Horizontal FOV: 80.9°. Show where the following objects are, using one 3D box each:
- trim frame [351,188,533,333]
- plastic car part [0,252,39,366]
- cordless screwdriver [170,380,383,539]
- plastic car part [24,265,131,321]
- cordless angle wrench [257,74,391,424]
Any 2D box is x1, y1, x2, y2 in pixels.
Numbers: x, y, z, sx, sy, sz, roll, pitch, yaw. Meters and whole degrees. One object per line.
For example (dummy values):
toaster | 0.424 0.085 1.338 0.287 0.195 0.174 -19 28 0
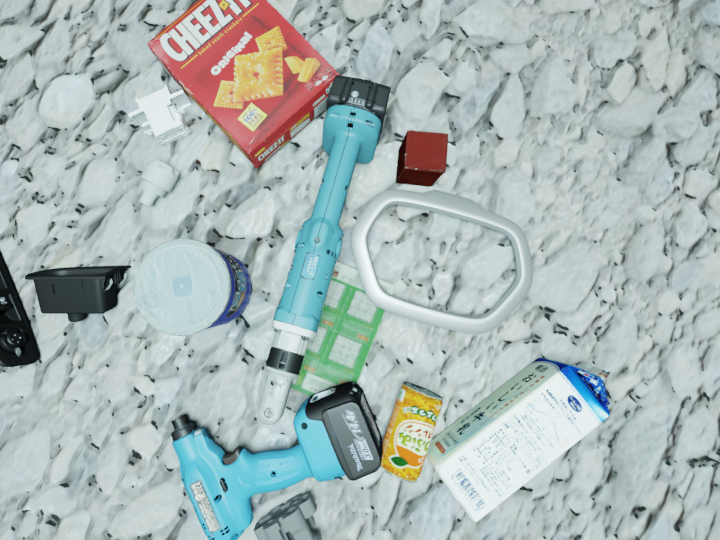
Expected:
trim frame | 0.109 -0.019 0.565 0.249 0.027 0.185 14 81 2
plastic car part | -0.498 0.044 0.556 0.067 0.065 0.205 -33 84 6
cordless screwdriver | -0.107 0.211 0.517 0.250 0.073 0.161 -28 84 6
plastic car part | -0.372 0.032 0.561 0.117 0.066 0.070 -5 99 2
cordless angle wrench | -0.050 -0.033 0.512 0.075 0.096 0.426 14 76 1
